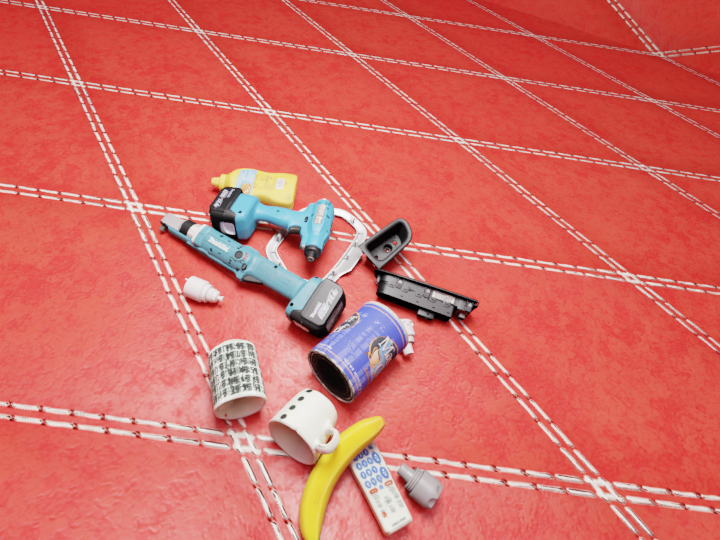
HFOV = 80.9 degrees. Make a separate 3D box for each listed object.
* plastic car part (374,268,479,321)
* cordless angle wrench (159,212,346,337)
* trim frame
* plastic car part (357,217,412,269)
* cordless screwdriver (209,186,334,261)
[{"bbox_3d":[0.115,0.055,0.819,0.207,0.065,0.067,23,76,9],"label":"plastic car part"},{"bbox_3d":[-0.227,-0.016,0.816,0.439,0.072,0.098,27,71,19],"label":"cordless angle wrench"},{"bbox_3d":[-0.088,-0.058,0.901,0.189,0.027,0.247,27,50,13],"label":"trim frame"},{"bbox_3d":[0.055,-0.050,0.885,0.115,0.070,0.068,-38,76,-18],"label":"plastic car part"},{"bbox_3d":[-0.184,-0.092,0.862,0.252,0.072,0.162,7,46,6],"label":"cordless screwdriver"}]
